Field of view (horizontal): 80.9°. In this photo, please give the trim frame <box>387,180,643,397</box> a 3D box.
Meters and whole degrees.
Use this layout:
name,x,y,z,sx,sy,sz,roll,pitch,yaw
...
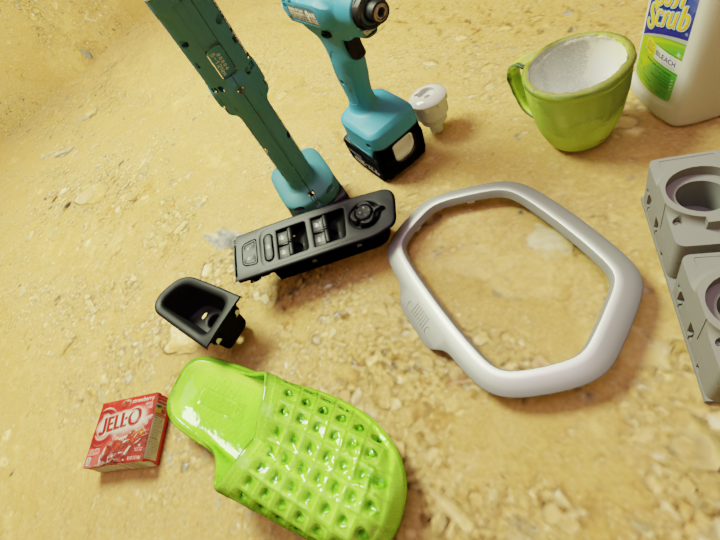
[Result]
name,x,y,z,sx,sy,sz,roll,pitch,yaw
trim frame,0.126,0.001,0.403,0.184,0.026,0.262,-34,47,3

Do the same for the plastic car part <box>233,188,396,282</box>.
name,x,y,z,sx,sy,sz,roll,pitch,yaw
plastic car part,-0.049,-0.032,0.499,0.206,0.063,0.069,-20,49,15

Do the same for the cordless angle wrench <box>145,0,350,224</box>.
name,x,y,z,sx,sy,sz,roll,pitch,yaw
cordless angle wrench,-0.125,-0.190,0.429,0.074,0.400,0.103,-33,47,2

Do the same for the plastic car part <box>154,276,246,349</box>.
name,x,y,z,sx,sy,sz,roll,pitch,yaw
plastic car part,-0.183,0.055,0.507,0.123,0.067,0.066,17,66,36

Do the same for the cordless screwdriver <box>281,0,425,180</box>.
name,x,y,z,sx,sy,sz,roll,pitch,yaw
cordless screwdriver,0.010,-0.208,0.479,0.074,0.235,0.168,-40,48,-5
